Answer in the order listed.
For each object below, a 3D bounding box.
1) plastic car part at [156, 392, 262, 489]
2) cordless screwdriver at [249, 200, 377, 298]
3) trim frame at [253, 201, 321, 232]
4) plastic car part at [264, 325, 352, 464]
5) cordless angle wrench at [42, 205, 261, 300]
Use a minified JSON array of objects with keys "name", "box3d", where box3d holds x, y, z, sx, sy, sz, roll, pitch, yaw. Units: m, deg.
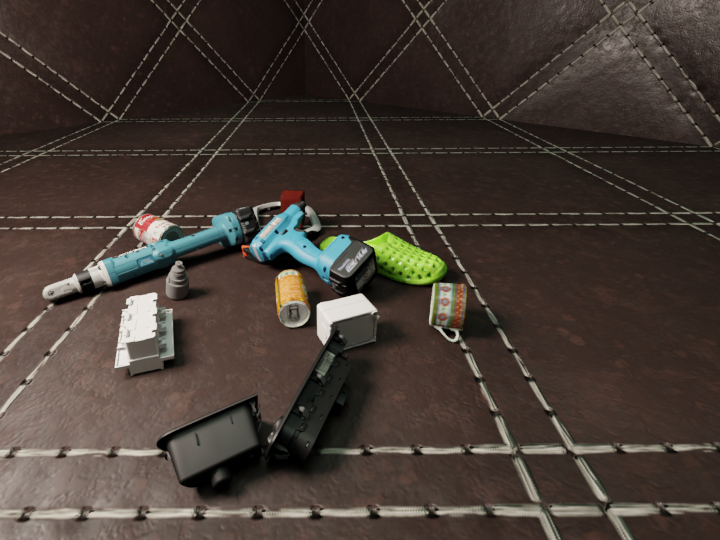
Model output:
[{"name":"plastic car part","box3d":[-0.156,0.199,0.468,0.113,0.064,0.075,-20,49,-26]},{"name":"cordless screwdriver","box3d":[-0.081,-0.053,0.827,0.261,0.071,0.158,22,59,28]},{"name":"trim frame","box3d":[-0.198,-0.125,1.066,0.181,0.027,0.260,-7,32,-13]},{"name":"plastic car part","box3d":[-0.056,0.161,0.533,0.068,0.066,0.201,34,35,4]},{"name":"cordless angle wrench","box3d":[-0.406,-0.033,0.857,0.411,0.073,0.102,-26,16,-31]}]
